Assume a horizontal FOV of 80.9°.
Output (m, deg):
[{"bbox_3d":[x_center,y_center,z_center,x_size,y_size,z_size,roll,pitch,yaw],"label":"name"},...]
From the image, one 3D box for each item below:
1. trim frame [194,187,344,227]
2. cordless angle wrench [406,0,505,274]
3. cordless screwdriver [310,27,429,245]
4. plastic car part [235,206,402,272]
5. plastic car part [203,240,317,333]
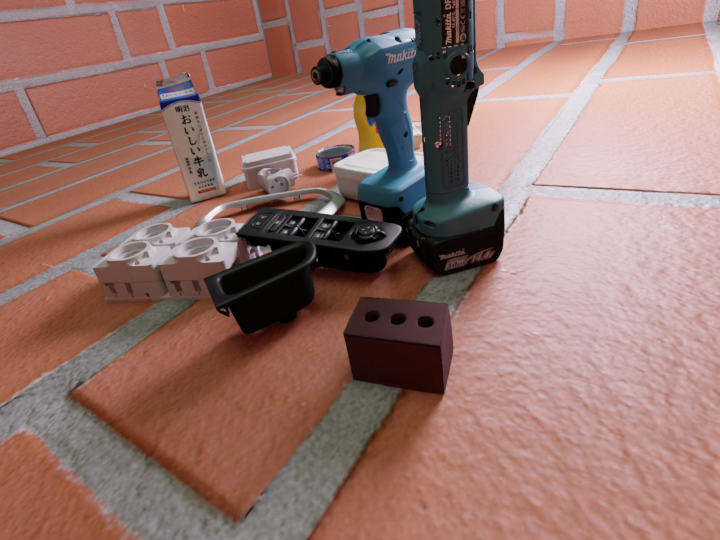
[{"bbox_3d":[-0.148,-0.095,0.694,0.248,0.026,0.191,-13,30,-3],"label":"trim frame"},{"bbox_3d":[0.083,-0.197,0.408,0.097,0.409,0.077,-14,28,-9],"label":"cordless angle wrench"},{"bbox_3d":[0.024,-0.148,0.513,0.155,0.241,0.079,-29,33,-32],"label":"cordless screwdriver"},{"bbox_3d":[-0.051,-0.033,0.519,0.211,0.065,0.066,5,32,26],"label":"plastic car part"},{"bbox_3d":[-0.090,0.024,0.431,0.114,0.068,0.069,-21,31,-18],"label":"plastic car part"}]
